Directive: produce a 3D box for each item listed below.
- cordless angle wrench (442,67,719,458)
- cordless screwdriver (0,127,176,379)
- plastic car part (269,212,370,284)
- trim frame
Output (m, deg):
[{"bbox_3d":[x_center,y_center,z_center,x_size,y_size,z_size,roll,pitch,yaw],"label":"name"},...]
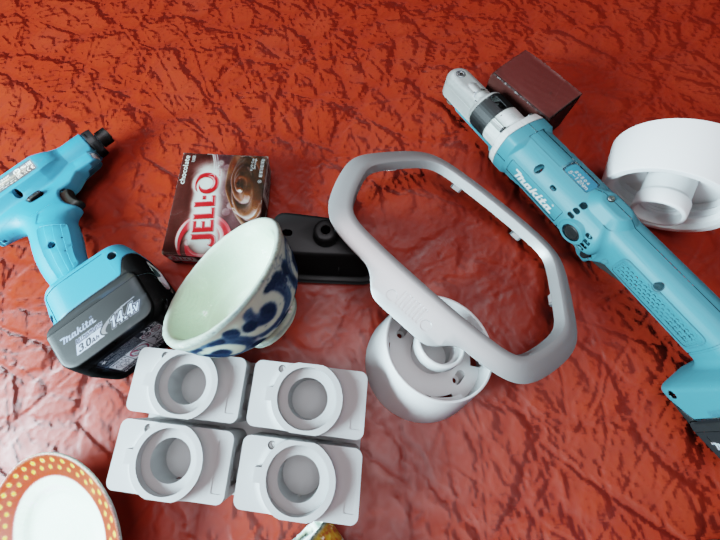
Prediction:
[{"bbox_3d":[0.208,-0.043,0.378,0.073,0.095,0.439,-27,67,-13],"label":"cordless angle wrench"},{"bbox_3d":[-0.257,-0.031,0.406,0.158,0.072,0.258,-43,70,-13],"label":"cordless screwdriver"},{"bbox_3d":[-0.038,-0.025,0.392,0.118,0.069,0.067,4,72,6],"label":"plastic car part"},{"bbox_3d":[0.083,-0.018,0.372,0.252,0.027,0.182,41,54,7],"label":"trim frame"}]
